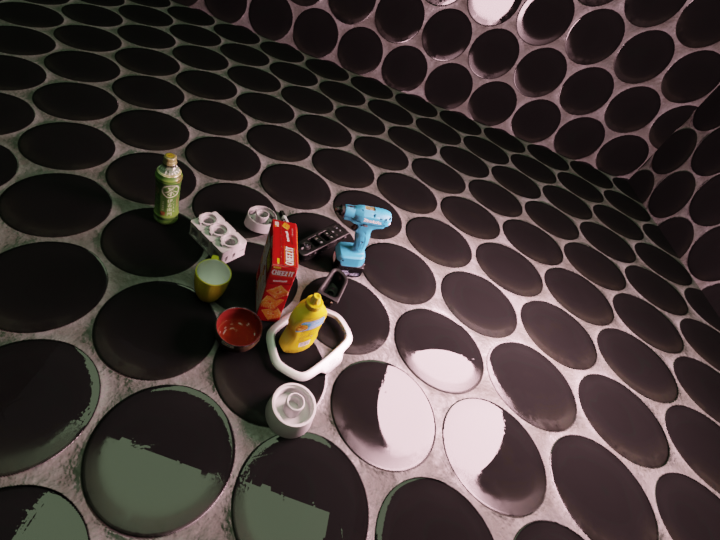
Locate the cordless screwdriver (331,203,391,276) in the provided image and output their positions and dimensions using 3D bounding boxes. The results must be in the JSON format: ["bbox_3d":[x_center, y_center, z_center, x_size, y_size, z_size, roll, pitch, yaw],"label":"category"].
[{"bbox_3d":[-0.028,-0.091,1.238,0.155,0.246,0.077,11,44,-17],"label":"cordless screwdriver"}]

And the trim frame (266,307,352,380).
[{"bbox_3d":[-0.128,0.178,1.076,0.191,0.027,0.242,39,44,18],"label":"trim frame"}]

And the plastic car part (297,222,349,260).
[{"bbox_3d":[-0.129,-0.085,1.323,0.069,0.066,0.197,43,45,19],"label":"plastic car part"}]

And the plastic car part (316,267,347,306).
[{"bbox_3d":[-0.081,0.056,1.192,0.066,0.070,0.117,27,41,2],"label":"plastic car part"}]
